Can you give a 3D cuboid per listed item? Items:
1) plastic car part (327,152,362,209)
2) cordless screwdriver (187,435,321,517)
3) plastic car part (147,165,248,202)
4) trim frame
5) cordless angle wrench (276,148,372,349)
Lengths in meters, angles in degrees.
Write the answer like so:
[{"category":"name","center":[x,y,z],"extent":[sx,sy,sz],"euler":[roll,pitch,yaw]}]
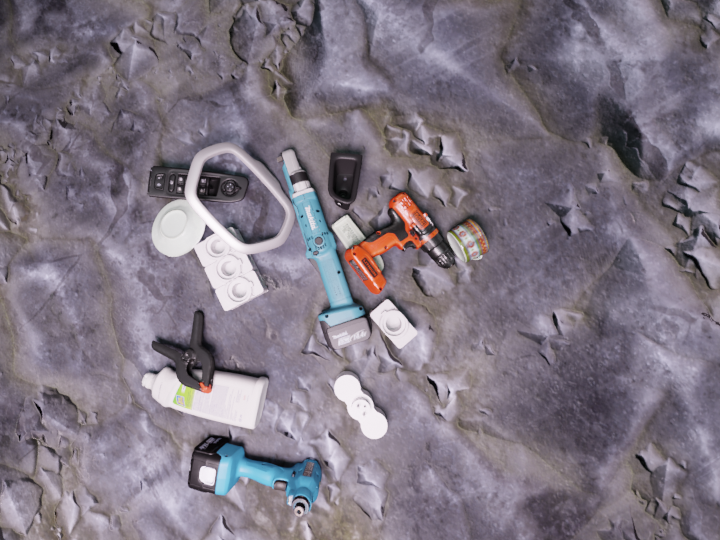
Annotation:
[{"category":"plastic car part","center":[-0.035,-0.176,0.873],"extent":[0.066,0.069,0.118],"euler":[5,71,2]},{"category":"cordless screwdriver","center":[-0.201,0.392,0.796],"extent":[0.252,0.157,0.074],"euler":[8,88,5]},{"category":"plastic car part","center":[-0.337,-0.172,0.894],"extent":[0.203,0.066,0.067],"euler":[3,74,-1]},{"category":"trim frame","center":[-0.240,-0.146,0.861],"extent":[0.242,0.028,0.183],"euler":[45,65,-13]},{"category":"cordless angle wrench","center":[-0.085,-0.056,0.870],"extent":[0.098,0.073,0.428],"euler":[-19,82,0]}]
